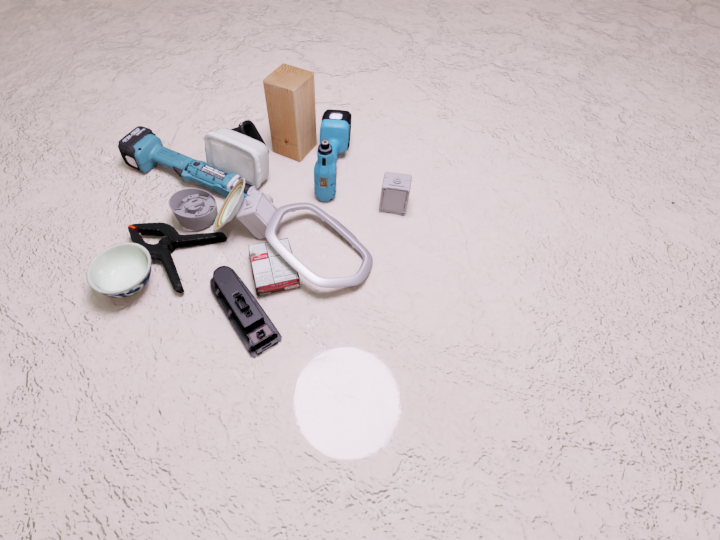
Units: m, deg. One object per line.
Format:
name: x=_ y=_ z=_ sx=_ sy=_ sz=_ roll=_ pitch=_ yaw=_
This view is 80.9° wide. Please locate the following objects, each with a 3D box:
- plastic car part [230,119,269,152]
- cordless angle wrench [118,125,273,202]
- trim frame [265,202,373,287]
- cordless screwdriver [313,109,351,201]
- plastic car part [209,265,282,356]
plastic car part: x=-0.293 y=-0.325 z=1.073 sx=0.073 sy=0.111 sz=0.067 roll=-4 pitch=47 yaw=25
cordless angle wrench: x=-0.397 y=-0.240 z=1.032 sx=0.436 sy=0.072 sz=0.098 roll=24 pitch=57 yaw=15
trim frame: x=-0.087 y=-0.057 z=0.888 sx=0.258 sy=0.027 sz=0.180 roll=40 pitch=52 yaw=20
cordless screwdriver: x=-0.070 y=-0.304 z=1.016 sx=0.075 sy=0.154 sz=0.254 roll=6 pitch=52 yaw=1
plastic car part: x=-0.233 y=0.063 z=0.809 sx=0.065 sy=0.064 sz=0.213 roll=-34 pitch=57 yaw=-15
